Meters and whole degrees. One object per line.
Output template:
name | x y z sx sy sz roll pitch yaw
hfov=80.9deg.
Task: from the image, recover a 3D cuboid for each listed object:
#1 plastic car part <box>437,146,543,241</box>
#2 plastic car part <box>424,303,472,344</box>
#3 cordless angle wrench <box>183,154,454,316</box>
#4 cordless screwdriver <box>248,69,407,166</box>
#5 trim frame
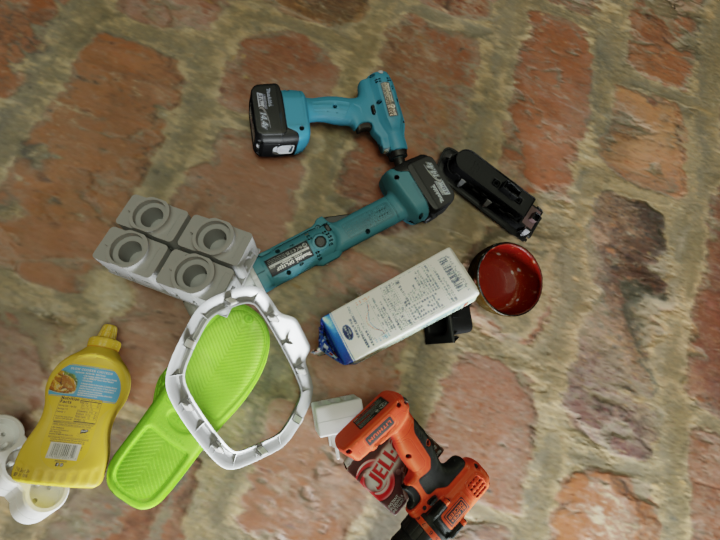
plastic car part | 0.216 -0.133 0.695 0.204 0.067 0.066 36 83 2
plastic car part | 0.138 0.053 0.648 0.068 0.067 0.118 6 74 -25
cordless angle wrench | -0.062 -0.040 0.631 0.419 0.074 0.099 -29 84 -10
cordless screwdriver | -0.047 -0.225 0.670 0.244 0.075 0.161 -12 81 -15
trim frame | -0.138 0.137 0.537 0.181 0.029 0.240 -42 120 -35
